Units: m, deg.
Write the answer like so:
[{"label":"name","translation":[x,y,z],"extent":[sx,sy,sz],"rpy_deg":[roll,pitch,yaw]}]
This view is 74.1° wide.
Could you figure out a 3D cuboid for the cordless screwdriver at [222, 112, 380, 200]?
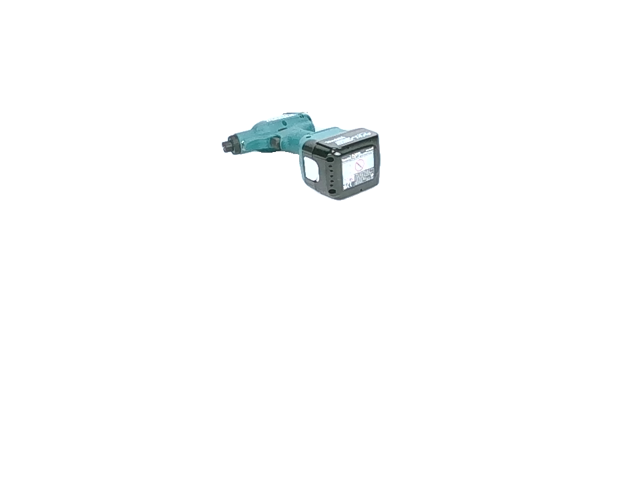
[{"label":"cordless screwdriver","translation":[-0.035,-0.134,0.636],"extent":[0.158,0.074,0.250],"rpy_deg":[-22,34,-24]}]
